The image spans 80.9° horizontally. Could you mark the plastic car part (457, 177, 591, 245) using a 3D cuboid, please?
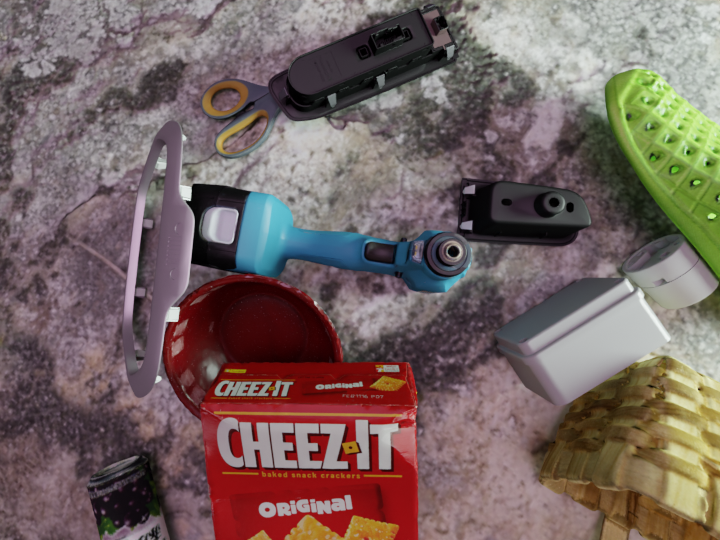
[{"bbox_3d":[0.159,-0.058,0.399,0.118,0.070,0.066,6,87,7],"label":"plastic car part"}]

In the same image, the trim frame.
[{"bbox_3d":[-0.187,-0.014,0.384,0.026,0.192,0.250,10,82,-35],"label":"trim frame"}]

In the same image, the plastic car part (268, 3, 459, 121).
[{"bbox_3d":[0.006,-0.211,0.428,0.203,0.068,0.065,-24,99,0],"label":"plastic car part"}]

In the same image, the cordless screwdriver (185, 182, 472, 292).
[{"bbox_3d":[-0.036,-0.024,0.367,0.252,0.157,0.074,9,86,6],"label":"cordless screwdriver"}]
